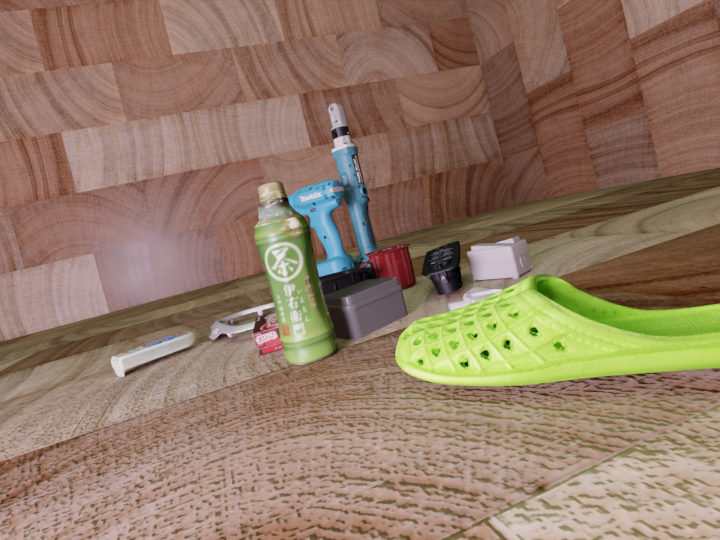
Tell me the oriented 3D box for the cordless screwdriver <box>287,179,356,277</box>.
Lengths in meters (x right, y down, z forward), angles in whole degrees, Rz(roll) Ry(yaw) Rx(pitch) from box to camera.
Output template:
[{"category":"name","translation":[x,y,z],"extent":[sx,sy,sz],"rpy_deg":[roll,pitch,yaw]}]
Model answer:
[{"category":"cordless screwdriver","translation":[-0.089,-0.058,0.907],"extent":[0.165,0.248,0.072],"rpy_deg":[-12,3,33]}]

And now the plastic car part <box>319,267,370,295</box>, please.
[{"category":"plastic car part","translation":[-0.040,0.038,0.761],"extent":[0.112,0.070,0.069],"rpy_deg":[-18,5,-35]}]

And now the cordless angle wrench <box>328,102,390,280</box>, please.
[{"category":"cordless angle wrench","translation":[-0.010,-0.174,0.965],"extent":[0.077,0.422,0.094],"rpy_deg":[-13,2,38]}]

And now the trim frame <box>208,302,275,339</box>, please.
[{"category":"trim frame","translation":[-0.206,0.095,0.830],"extent":[0.178,0.027,0.258],"rpy_deg":[-18,7,-29]}]

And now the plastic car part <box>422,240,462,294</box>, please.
[{"category":"plastic car part","translation":[0.145,-0.003,0.733],"extent":[0.068,0.067,0.199],"rpy_deg":[-13,6,15]}]
